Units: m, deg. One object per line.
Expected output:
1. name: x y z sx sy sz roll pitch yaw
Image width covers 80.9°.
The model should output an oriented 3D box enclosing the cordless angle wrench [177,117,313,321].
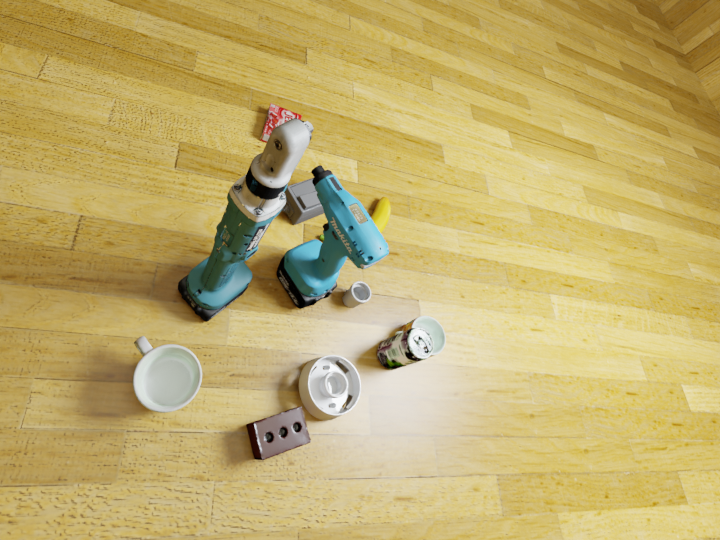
1. cordless angle wrench: -0.152 -0.040 0.525 0.074 0.428 0.096 49 55 -1

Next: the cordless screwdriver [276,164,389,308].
1. cordless screwdriver: -0.066 -0.043 0.671 0.072 0.252 0.162 -26 81 -34
